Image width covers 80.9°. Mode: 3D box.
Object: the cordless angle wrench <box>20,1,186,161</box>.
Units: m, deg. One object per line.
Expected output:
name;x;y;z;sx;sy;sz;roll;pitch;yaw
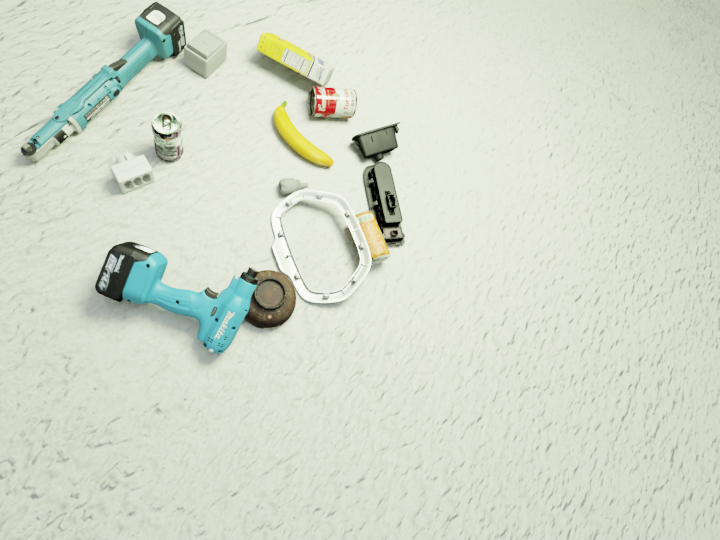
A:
cordless angle wrench;-0.518;-0.378;0.860;0.074;0.098;0.423;33;69;-5

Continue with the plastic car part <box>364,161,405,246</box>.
plastic car part;0.053;-0.157;0.936;0.065;0.066;0.208;-8;69;-10

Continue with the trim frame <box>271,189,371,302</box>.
trim frame;-0.084;-0.055;0.859;0.183;0.027;0.253;-21;78;-4

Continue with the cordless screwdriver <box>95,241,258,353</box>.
cordless screwdriver;-0.310;0.022;0.734;0.246;0.075;0.159;28;93;-6

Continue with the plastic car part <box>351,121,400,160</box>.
plastic car part;0.040;-0.294;0.989;0.114;0.067;0.071;-24;94;-19
